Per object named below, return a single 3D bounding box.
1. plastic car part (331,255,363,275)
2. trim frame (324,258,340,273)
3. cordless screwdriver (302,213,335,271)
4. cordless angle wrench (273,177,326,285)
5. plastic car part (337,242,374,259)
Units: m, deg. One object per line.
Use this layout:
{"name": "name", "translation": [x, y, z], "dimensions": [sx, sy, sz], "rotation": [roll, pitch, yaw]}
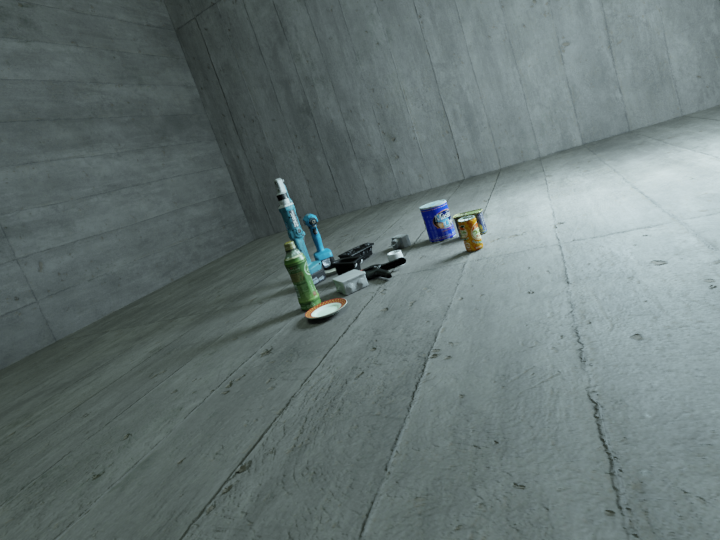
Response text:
{"name": "plastic car part", "translation": [-0.043, -0.008, 1.526], "dimensions": [0.121, 0.070, 0.064], "rotation": [-8, 16, 41]}
{"name": "trim frame", "translation": [-0.139, -0.013, 1.762], "dimensions": [0.259, 0.027, 0.179], "rotation": [-7, 18, 41]}
{"name": "cordless screwdriver", "translation": [-0.168, -0.110, 1.718], "dimensions": [0.074, 0.245, 0.163], "rotation": [-20, 11, -9]}
{"name": "cordless angle wrench", "translation": [-0.246, -0.145, 1.602], "dimensions": [0.095, 0.417, 0.077], "rotation": [-27, 12, -41]}
{"name": "plastic car part", "translation": [-0.005, -0.066, 1.704], "dimensions": [0.069, 0.066, 0.198], "rotation": [-10, 16, 37]}
